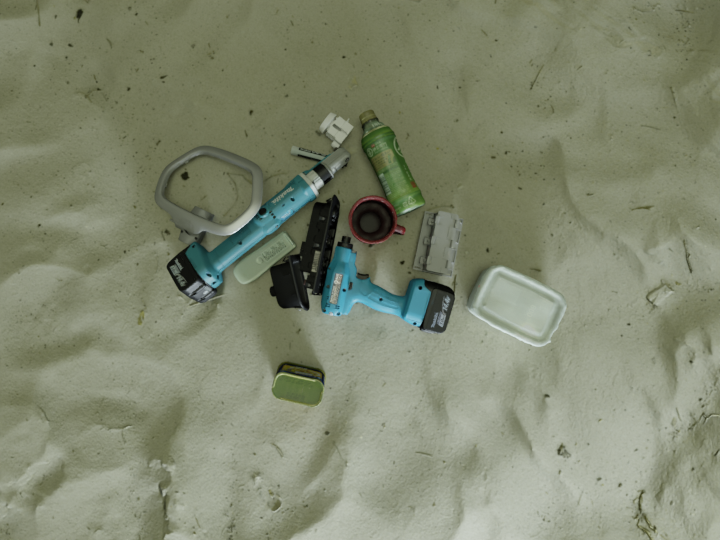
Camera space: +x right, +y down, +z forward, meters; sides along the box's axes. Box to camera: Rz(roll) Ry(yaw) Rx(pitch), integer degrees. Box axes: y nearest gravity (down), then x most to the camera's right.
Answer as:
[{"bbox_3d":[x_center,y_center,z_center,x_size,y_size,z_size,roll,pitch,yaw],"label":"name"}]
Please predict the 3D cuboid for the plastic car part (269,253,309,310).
[{"bbox_3d":[-0.149,0.029,0.852,0.072,0.064,0.116,-9,90,13],"label":"plastic car part"}]

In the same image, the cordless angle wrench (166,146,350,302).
[{"bbox_3d":[-0.187,-0.104,0.841,0.422,0.071,0.103,-40,61,-4],"label":"cordless angle wrench"}]

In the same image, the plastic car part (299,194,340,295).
[{"bbox_3d":[-0.084,-0.055,0.856,0.070,0.063,0.203,14,87,23],"label":"plastic car part"}]

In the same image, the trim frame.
[{"bbox_3d":[-0.303,-0.161,0.845,0.257,0.026,0.184,23,74,19],"label":"trim frame"}]

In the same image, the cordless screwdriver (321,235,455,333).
[{"bbox_3d":[0.055,0.029,0.835,0.251,0.074,0.159,11,90,5],"label":"cordless screwdriver"}]
